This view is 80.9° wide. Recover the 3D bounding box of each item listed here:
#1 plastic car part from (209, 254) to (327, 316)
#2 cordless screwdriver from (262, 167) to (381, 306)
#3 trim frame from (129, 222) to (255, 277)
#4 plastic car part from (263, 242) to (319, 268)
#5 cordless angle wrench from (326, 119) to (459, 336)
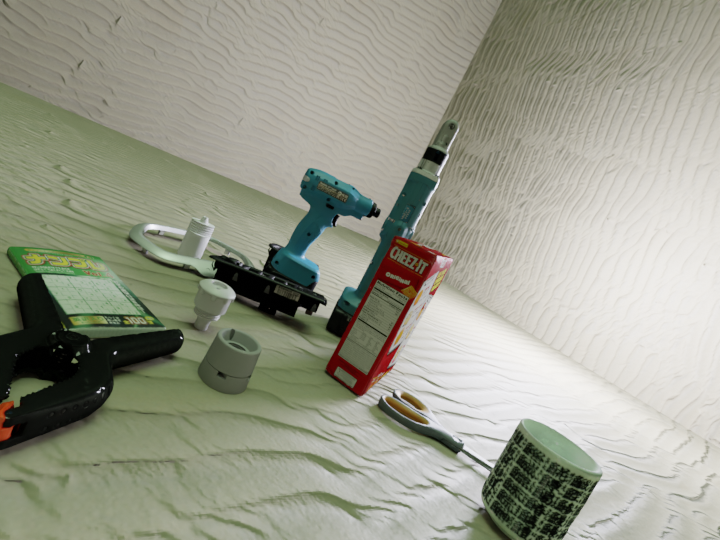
[{"bbox_3d":[-0.158,0.030,0.695,0.202,0.067,0.067,26,8,-2],"label":"plastic car part"},{"bbox_3d":[-0.078,-0.051,0.797,0.155,0.248,0.076,25,8,-15],"label":"cordless screwdriver"},{"bbox_3d":[-0.306,-0.036,0.785,0.195,0.027,0.235,33,11,38],"label":"trim frame"},{"bbox_3d":[-0.152,-0.003,0.888,0.115,0.071,0.067,25,8,-6],"label":"plastic car part"},{"bbox_3d":[0.065,-0.071,0.754,0.075,0.422,0.098,27,8,0],"label":"cordless angle wrench"}]
